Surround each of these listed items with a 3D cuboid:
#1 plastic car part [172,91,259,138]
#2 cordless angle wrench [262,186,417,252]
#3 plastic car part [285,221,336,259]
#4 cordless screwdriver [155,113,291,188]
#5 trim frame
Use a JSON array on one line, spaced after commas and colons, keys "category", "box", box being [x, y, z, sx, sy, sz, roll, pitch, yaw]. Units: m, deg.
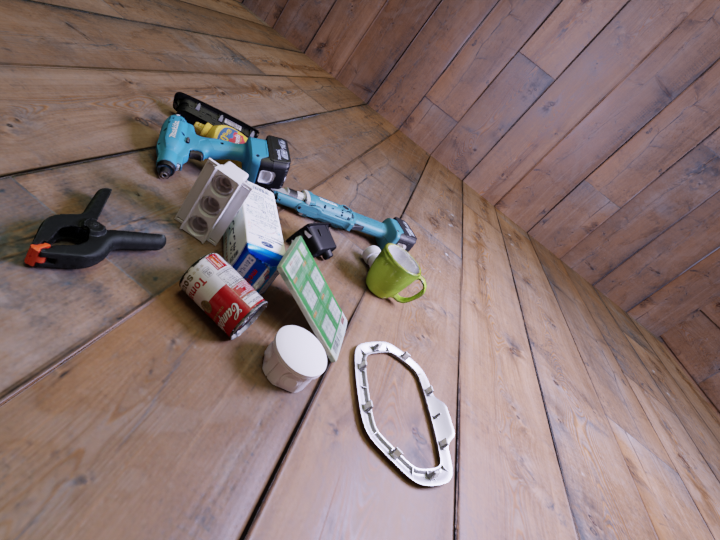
[{"category": "plastic car part", "box": [-0.339, -0.332, 0.973, 0.194, 0.068, 0.068, 27, 55, -26]}, {"category": "cordless angle wrench", "box": [-0.048, -0.127, 1.000, 0.402, 0.074, 0.103, 17, 34, -33]}, {"category": "plastic car part", "box": [-0.084, -0.055, 0.858, 0.112, 0.067, 0.072, -9, 70, -61]}, {"category": "cordless screwdriver", "box": [-0.262, -0.213, 0.815, 0.241, 0.074, 0.165, 9, 47, -19]}, {"category": "trim frame", "box": [0.069, 0.207, 0.664, 0.177, 0.028, 0.257, 28, 26, -22]}]
